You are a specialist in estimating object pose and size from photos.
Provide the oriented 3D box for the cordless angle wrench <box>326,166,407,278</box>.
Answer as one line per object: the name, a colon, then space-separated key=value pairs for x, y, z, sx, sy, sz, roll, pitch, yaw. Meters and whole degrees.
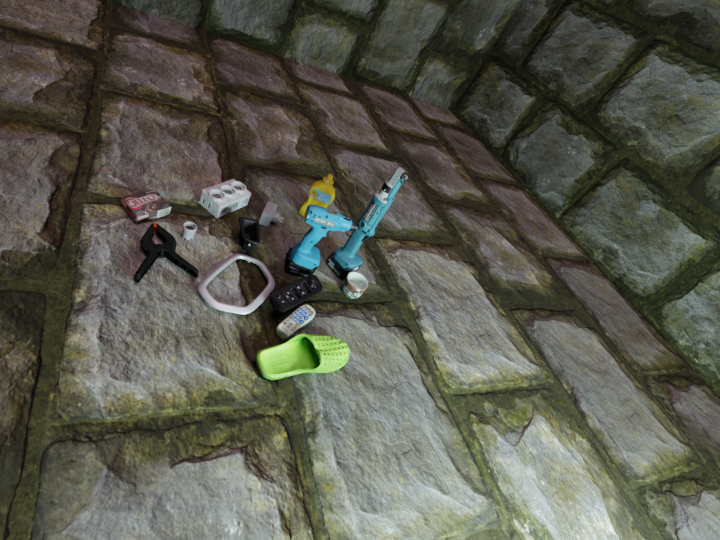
cordless angle wrench: x=0.022 y=-0.145 z=1.305 sx=0.072 sy=0.422 sz=0.102 roll=-19 pitch=61 yaw=-46

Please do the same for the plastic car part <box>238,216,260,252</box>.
plastic car part: x=-0.350 y=-0.103 z=1.312 sx=0.063 sy=0.071 sz=0.122 roll=9 pitch=42 yaw=-27

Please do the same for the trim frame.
trim frame: x=-0.347 y=0.034 z=1.194 sx=0.186 sy=0.027 sz=0.248 roll=31 pitch=38 yaw=3

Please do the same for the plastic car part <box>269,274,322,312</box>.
plastic car part: x=-0.184 y=0.072 z=1.219 sx=0.068 sy=0.067 sz=0.197 roll=43 pitch=39 yaw=15

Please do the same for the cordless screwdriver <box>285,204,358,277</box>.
cordless screwdriver: x=-0.125 y=-0.082 z=1.283 sx=0.154 sy=0.248 sz=0.077 roll=18 pitch=40 yaw=-18
